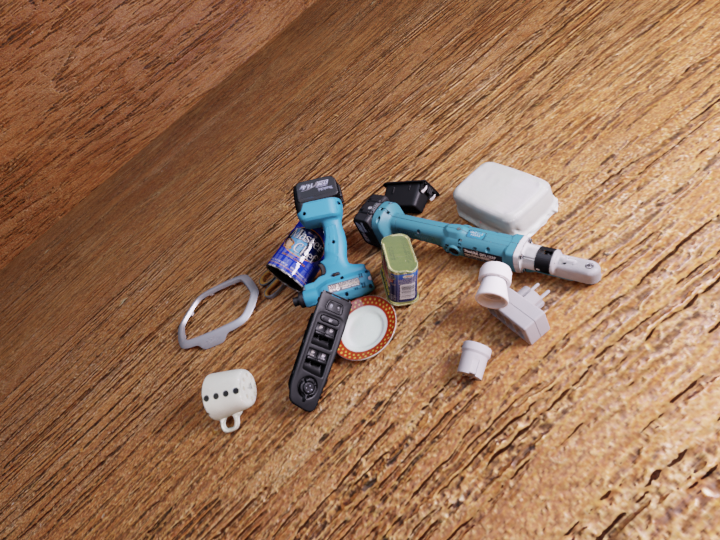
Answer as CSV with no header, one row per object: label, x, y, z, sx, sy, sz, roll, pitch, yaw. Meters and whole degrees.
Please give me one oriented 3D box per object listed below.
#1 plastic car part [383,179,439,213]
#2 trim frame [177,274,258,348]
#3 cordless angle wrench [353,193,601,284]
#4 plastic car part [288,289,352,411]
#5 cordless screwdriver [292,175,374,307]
plastic car part,0.095,-0.149,0.900,0.122,0.062,0.071,4,71,43
trim frame,-0.347,0.101,1.025,0.253,0.026,0.191,-23,43,16
cordless angle wrench,0.173,-0.051,0.732,0.447,0.093,0.074,19,63,41
plastic car part,-0.083,0.140,0.749,0.070,0.063,0.205,-12,56,53
cordless screwdriver,-0.082,-0.054,0.841,0.160,0.072,0.254,-17,75,3
